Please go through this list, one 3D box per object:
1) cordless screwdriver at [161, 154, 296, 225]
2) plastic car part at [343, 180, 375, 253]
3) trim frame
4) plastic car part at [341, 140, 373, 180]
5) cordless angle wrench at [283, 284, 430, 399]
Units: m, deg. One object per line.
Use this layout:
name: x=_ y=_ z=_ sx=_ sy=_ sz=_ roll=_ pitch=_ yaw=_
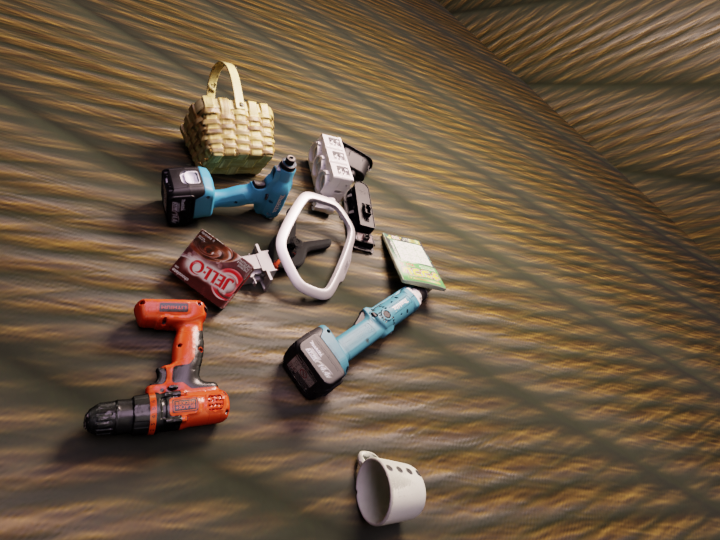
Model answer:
cordless screwdriver: x=-0.246 y=-0.161 z=0.810 sx=0.239 sy=0.159 sz=0.077 roll=-7 pitch=61 yaw=-33
plastic car part: x=-0.001 y=-0.140 z=1.007 sx=0.064 sy=0.066 sz=0.211 roll=7 pitch=48 yaw=-19
trim frame: x=-0.085 y=-0.055 z=0.867 sx=0.177 sy=0.028 sz=0.251 roll=39 pitch=46 yaw=-23
plastic car part: x=-0.024 y=-0.278 z=1.115 sx=0.114 sy=0.067 sz=0.072 roll=27 pitch=60 yaw=-13
cordless angle wrench: x=0.035 y=0.097 z=0.821 sx=0.100 sy=0.075 sz=0.410 roll=50 pitch=44 yaw=12
